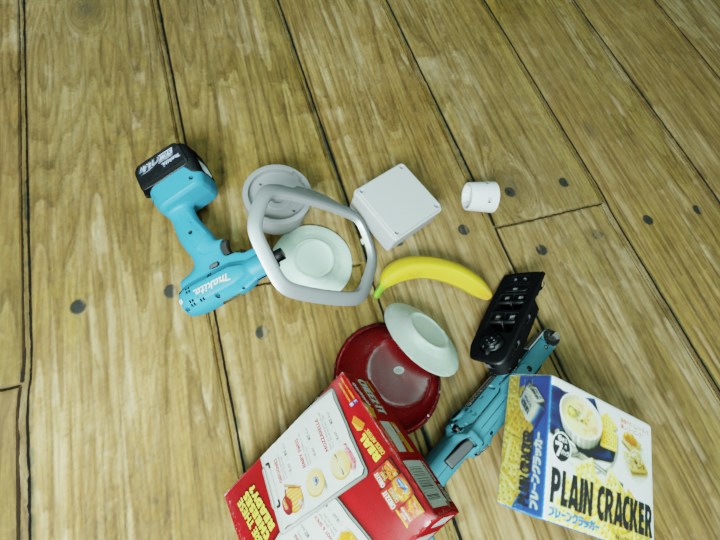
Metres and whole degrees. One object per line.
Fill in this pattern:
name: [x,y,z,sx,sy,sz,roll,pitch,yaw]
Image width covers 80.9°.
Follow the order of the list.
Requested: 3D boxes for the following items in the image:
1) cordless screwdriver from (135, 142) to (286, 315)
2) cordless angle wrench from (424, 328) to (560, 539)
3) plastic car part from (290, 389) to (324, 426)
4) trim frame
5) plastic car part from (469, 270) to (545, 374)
cordless screwdriver: [-0.224,-0.075,0.627,0.160,0.072,0.255,-28,74,3]
cordless angle wrench: [0.148,0.216,0.570,0.416,0.097,0.076,-38,80,-26]
plastic car part: [-0.027,0.219,0.547,0.120,0.070,0.065,42,69,12]
trim frame: [-0.061,-0.040,0.622,0.236,0.028,0.188,10,65,-40]
plastic car part: [0.224,0.080,0.636,0.200,0.069,0.065,-44,121,-40]
